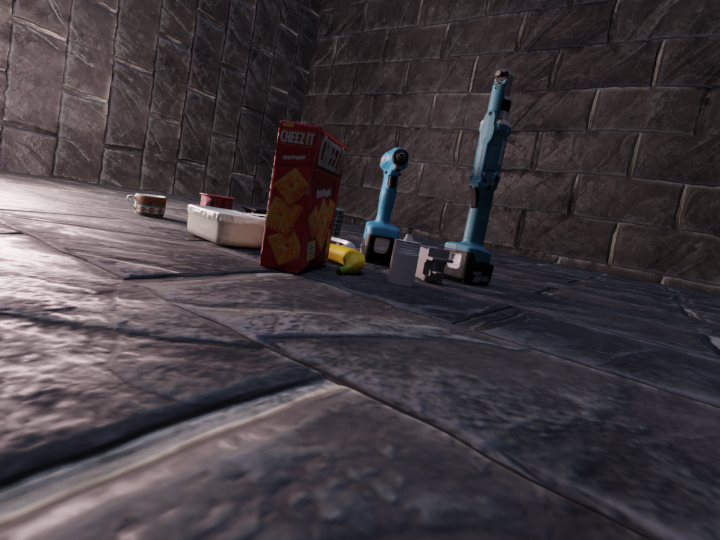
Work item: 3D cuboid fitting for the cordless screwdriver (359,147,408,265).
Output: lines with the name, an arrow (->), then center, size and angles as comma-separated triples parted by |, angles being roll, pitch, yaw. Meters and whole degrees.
cordless screwdriver -> 0.057, -0.136, 0.900 | 0.074, 0.247, 0.160 | 10, 6, -4

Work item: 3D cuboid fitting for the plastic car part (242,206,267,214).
plastic car part -> -0.257, -0.134, 1.142 | 0.070, 0.070, 0.111 | 16, 9, 43

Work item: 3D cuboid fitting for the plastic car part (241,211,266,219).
plastic car part -> -0.223, -0.099, 0.951 | 0.063, 0.067, 0.214 | 5, 9, -39

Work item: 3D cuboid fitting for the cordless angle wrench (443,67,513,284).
cordless angle wrench -> 0.248, -0.184, 0.844 | 0.093, 0.421, 0.078 | 5, 7, -42

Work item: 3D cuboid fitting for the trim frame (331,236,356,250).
trim frame -> -0.098, -0.064, 0.997 | 0.188, 0.027, 0.245 | 11, 8, 9
